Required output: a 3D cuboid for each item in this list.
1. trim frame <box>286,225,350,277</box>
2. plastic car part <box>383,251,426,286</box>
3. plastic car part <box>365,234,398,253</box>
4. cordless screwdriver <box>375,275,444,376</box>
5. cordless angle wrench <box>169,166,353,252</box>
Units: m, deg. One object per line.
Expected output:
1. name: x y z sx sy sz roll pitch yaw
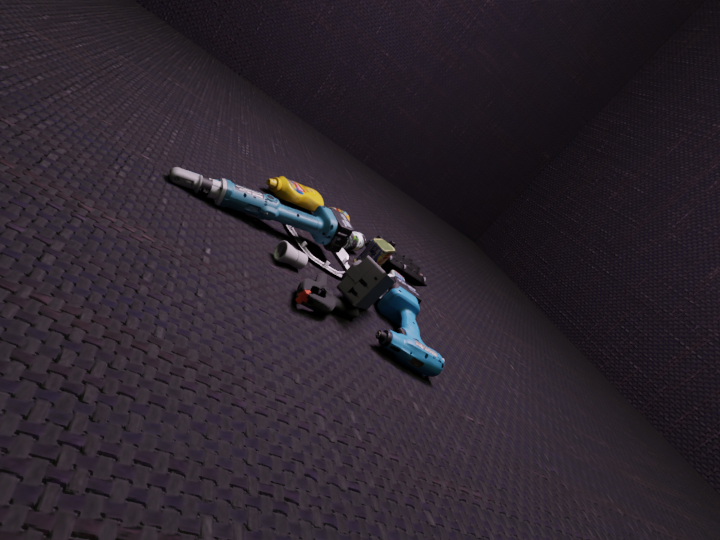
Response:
1. trim frame: -0.104 -0.068 1.064 0.174 0.027 0.262 20 24 -47
2. plastic car part: 0.118 -0.018 1.286 0.196 0.067 0.068 27 -6 -18
3. plastic car part: 0.079 -0.070 1.350 0.122 0.071 0.063 46 20 29
4. cordless screwdriver: 0.083 0.107 0.928 0.153 0.075 0.257 31 23 -23
5. cordless angle wrench: -0.209 -0.141 0.935 0.403 0.074 0.103 17 29 -31
